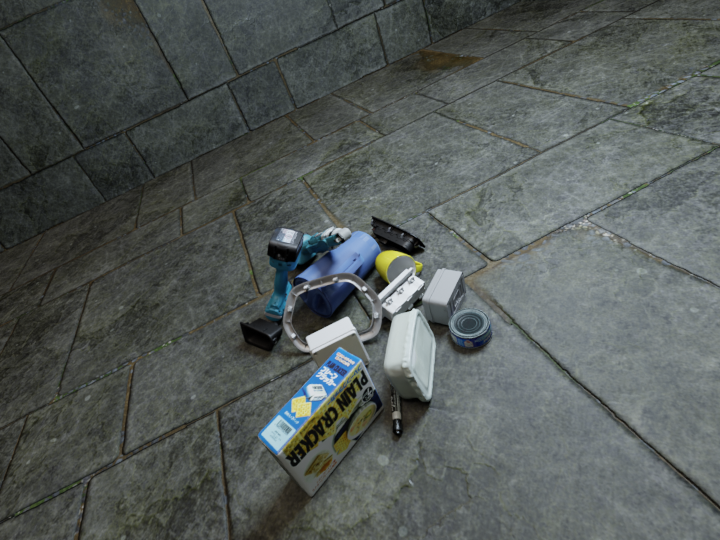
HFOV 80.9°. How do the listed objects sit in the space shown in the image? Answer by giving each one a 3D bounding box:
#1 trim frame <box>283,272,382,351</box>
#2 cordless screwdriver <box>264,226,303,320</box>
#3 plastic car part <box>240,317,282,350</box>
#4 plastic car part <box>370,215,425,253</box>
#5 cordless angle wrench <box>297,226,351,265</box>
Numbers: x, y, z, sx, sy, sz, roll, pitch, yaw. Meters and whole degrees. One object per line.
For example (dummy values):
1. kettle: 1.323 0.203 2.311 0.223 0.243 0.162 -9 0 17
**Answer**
1. trim frame: -0.071 0.106 0.997 0.253 0.184 0.027 -15 -1 14
2. cordless screwdriver: -0.205 -0.002 1.141 0.075 0.244 0.161 14 32 0
3. plastic car part: -0.249 0.161 1.110 0.122 0.064 0.070 10 33 34
4. plastic car part: 0.096 -0.099 1.226 0.067 0.063 0.215 -47 41 -15
5. cordless angle wrench: -0.112 -0.073 1.145 0.097 0.073 0.434 -38 12 -19
